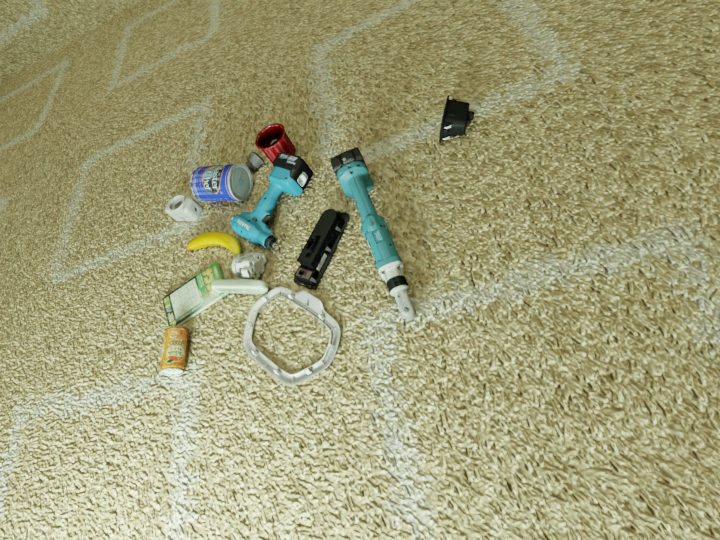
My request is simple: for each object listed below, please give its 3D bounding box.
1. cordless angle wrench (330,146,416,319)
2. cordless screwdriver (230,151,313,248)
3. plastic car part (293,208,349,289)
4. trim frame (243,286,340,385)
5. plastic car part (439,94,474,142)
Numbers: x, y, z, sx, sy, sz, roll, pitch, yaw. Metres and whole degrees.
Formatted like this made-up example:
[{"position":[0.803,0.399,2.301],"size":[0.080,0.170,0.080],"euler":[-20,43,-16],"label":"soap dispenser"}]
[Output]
[{"position":[0.031,-0.088,0.909],"size":[0.075,0.093,0.441],"euler":[-23,58,6],"label":"cordless angle wrench"},{"position":[-0.212,-0.176,1.084],"size":[0.168,0.070,0.248],"euler":[29,81,34],"label":"cordless screwdriver"},{"position":[-0.095,-0.062,0.970],"size":[0.070,0.063,0.203],"euler":[13,66,37],"label":"plastic car part"},{"position":[-0.155,0.130,0.905],"size":[0.263,0.026,0.184],"euler":[28,76,36],"label":"trim frame"},{"position":[0.229,-0.361,0.995],"size":[0.073,0.063,0.117],"euler":[14,64,13],"label":"plastic car part"}]
